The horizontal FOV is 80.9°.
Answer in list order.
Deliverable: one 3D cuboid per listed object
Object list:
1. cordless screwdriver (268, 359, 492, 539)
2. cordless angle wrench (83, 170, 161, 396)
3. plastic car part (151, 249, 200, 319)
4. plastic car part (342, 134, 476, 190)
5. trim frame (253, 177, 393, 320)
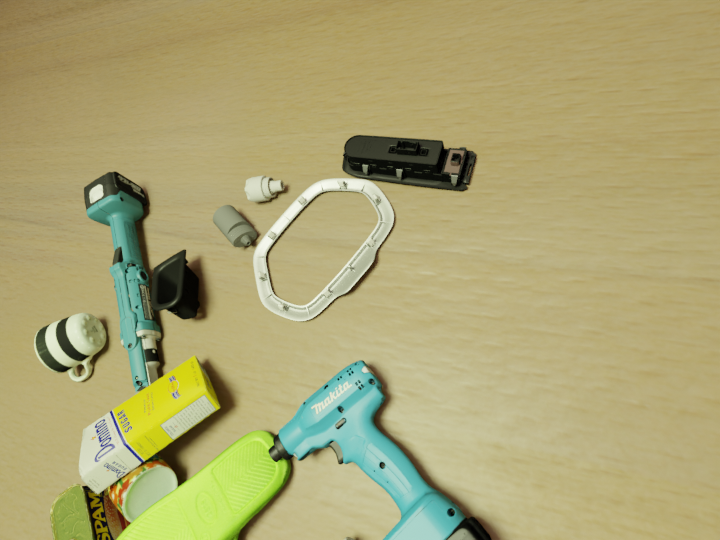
[{"bbox_3d":[0.011,0.239,0.457,0.159,0.070,0.262,-40,56,-2],"label":"cordless screwdriver"},{"bbox_3d":[-0.392,0.019,0.721,0.075,0.093,0.439,-29,64,8],"label":"cordless angle wrench"},{"bbox_3d":[-0.286,0.035,0.672,0.066,0.067,0.122,-31,45,7],"label":"plastic car part"},{"bbox_3d":[0.057,-0.165,0.625,0.213,0.064,0.066,12,80,29],"label":"plastic car part"},{"bbox_3d":[-0.062,-0.041,0.638,0.194,0.026,0.248,39,85,30],"label":"trim frame"}]
